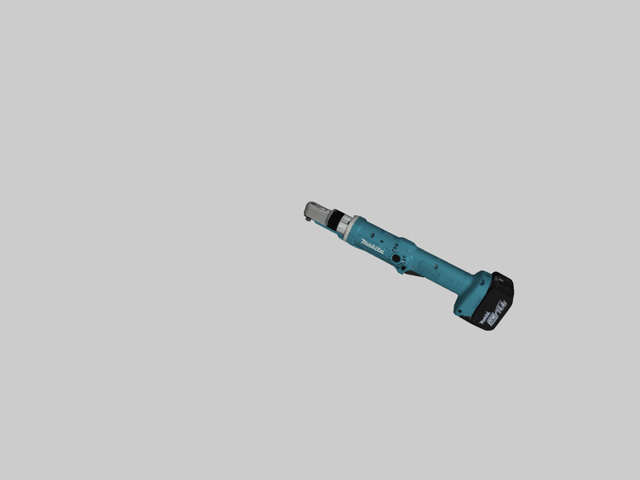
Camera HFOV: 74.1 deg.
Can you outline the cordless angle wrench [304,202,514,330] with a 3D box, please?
[{"bbox_3d":[0.154,0.027,0.821,0.423,0.098,0.074,28,32,12],"label":"cordless angle wrench"}]
